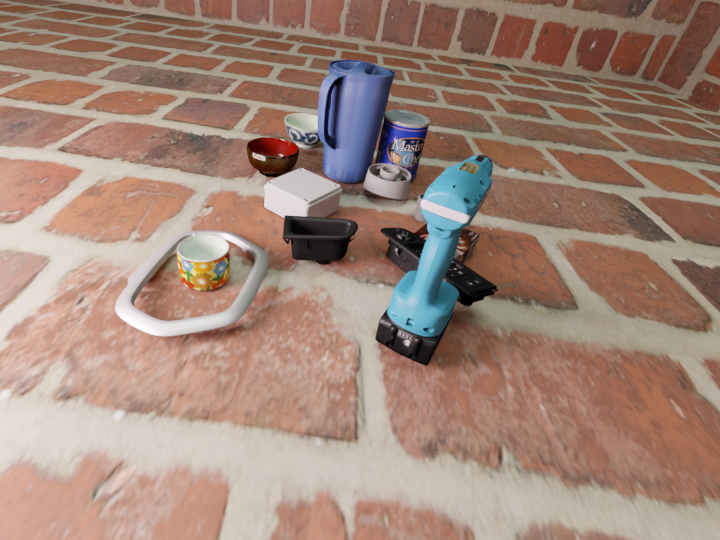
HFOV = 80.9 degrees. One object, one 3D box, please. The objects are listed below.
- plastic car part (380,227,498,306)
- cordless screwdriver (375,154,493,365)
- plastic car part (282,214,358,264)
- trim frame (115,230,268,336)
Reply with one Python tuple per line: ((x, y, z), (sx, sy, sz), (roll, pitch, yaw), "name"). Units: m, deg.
((0.106, -0.006, 0.655), (0.064, 0.065, 0.215), (-15, 42, -31), "plastic car part")
((0.098, -0.016, 0.516), (0.077, 0.243, 0.157), (24, 37, 17), "cordless screwdriver")
((-0.065, -0.043, 0.670), (0.115, 0.069, 0.068), (5, 36, -6), "plastic car part")
((-0.233, 0.008, 0.605), (0.185, 0.027, 0.253), (9, 36, 1), "trim frame")
